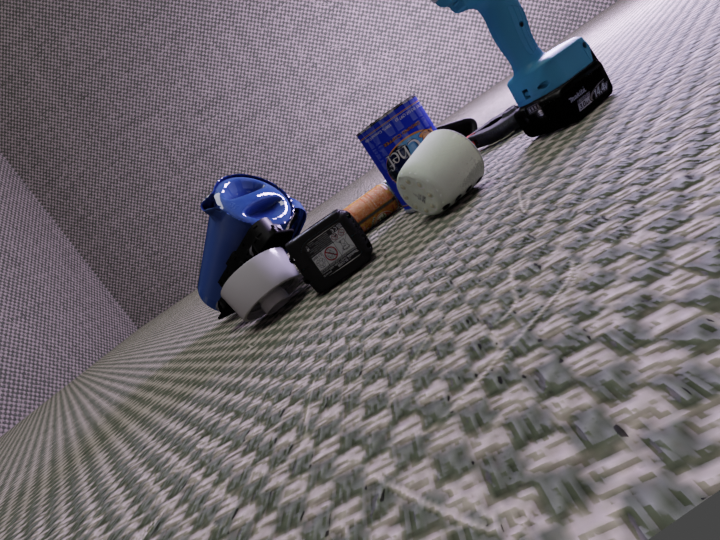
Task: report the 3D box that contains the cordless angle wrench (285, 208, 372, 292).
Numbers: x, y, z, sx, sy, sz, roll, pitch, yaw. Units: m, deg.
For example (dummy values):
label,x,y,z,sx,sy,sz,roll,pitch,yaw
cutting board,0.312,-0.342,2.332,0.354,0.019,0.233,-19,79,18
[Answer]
label,x,y,z,sx,sy,sz,roll,pitch,yaw
cordless angle wrench,-0.070,-0.046,0.714,0.098,0.073,0.429,-35,10,-4

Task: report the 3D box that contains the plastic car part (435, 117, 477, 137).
label,x,y,z,sx,sy,sz,roll,pitch,yaw
plastic car part,0.192,-0.281,0.921,0.116,0.066,0.070,-19,-4,-1

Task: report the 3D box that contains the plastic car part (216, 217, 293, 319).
label,x,y,z,sx,sy,sz,roll,pitch,yaw
plastic car part,-0.168,-0.009,0.645,0.064,0.069,0.205,-14,-24,-50

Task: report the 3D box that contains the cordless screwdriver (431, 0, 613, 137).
label,x,y,z,sx,sy,sz,roll,pitch,yaw
cordless screwdriver,0.210,-0.303,0.523,0.158,0.245,0.076,-42,9,-15
